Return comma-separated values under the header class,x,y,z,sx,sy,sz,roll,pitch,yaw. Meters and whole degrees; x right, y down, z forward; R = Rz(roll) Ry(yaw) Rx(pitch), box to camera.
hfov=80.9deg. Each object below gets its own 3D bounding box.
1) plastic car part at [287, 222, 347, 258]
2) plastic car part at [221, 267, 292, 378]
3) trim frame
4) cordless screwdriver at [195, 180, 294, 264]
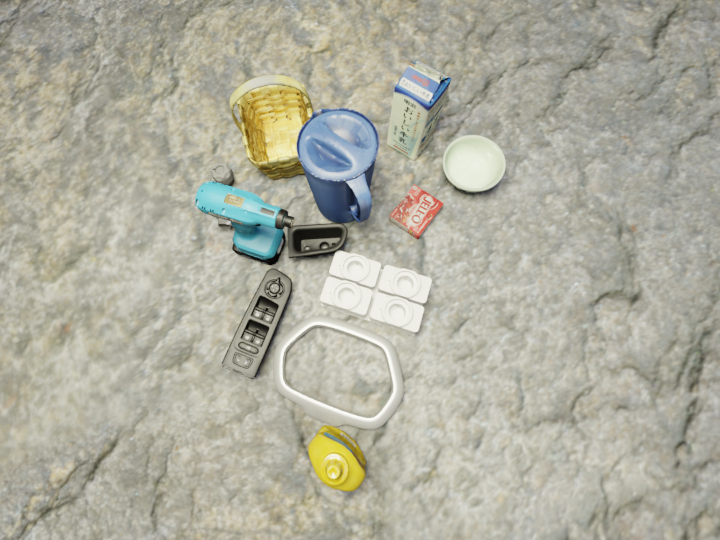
class,x,y,z,sx,sy,sz,roll,pitch,yaw
plastic car part,-0.082,-0.053,0.836,0.117,0.069,0.067,-5,74,2
plastic car part,-0.185,0.097,0.801,0.067,0.065,0.204,19,76,8
trim frame,-0.043,0.187,0.781,0.253,0.027,0.185,17,75,10
cordless screwdriver,-0.181,-0.074,0.760,0.162,0.243,0.075,18,77,6
